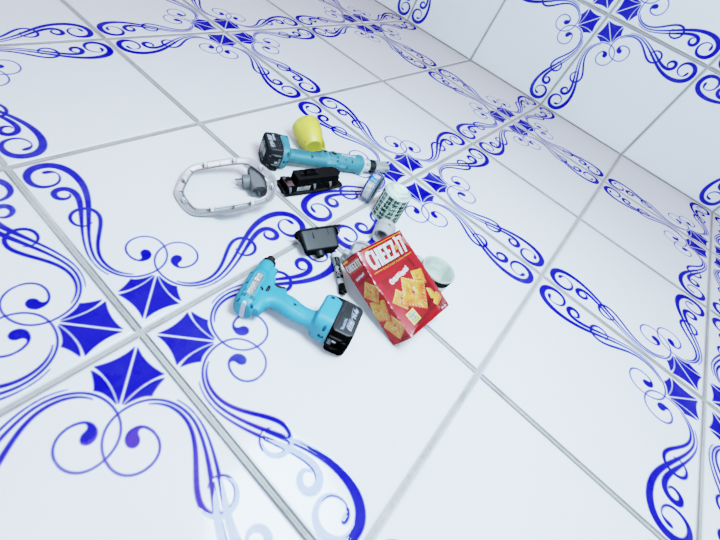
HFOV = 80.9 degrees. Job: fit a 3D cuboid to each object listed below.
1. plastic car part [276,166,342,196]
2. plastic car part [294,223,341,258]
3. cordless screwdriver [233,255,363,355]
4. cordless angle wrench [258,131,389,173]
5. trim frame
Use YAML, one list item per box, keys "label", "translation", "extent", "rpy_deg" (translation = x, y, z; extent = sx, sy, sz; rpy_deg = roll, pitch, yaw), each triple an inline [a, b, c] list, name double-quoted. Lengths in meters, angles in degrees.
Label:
- label: "plastic car part"
  translation: [-0.135, -0.259, 1.187]
  extent: [0.195, 0.066, 0.070]
  rpy_deg: [-13, 49, -37]
- label: "plastic car part"
  translation: [-0.100, -0.065, 1.021]
  extent: [0.112, 0.066, 0.073]
  rpy_deg: [-13, 71, -30]
- label: "cordless screwdriver"
  translation: [-0.121, 0.063, 0.874]
  extent: [0.250, 0.073, 0.161]
  rpy_deg: [21, 43, 1]
- label: "cordless angle wrench"
  translation: [-0.092, -0.333, 1.272]
  extent: [0.406, 0.074, 0.102]
  rpy_deg: [1, 49, -27]
- label: "trim frame"
  translation: [-0.326, -0.208, 1.035]
  extent: [0.242, 0.027, 0.191]
  rpy_deg: [-12, 61, -18]
